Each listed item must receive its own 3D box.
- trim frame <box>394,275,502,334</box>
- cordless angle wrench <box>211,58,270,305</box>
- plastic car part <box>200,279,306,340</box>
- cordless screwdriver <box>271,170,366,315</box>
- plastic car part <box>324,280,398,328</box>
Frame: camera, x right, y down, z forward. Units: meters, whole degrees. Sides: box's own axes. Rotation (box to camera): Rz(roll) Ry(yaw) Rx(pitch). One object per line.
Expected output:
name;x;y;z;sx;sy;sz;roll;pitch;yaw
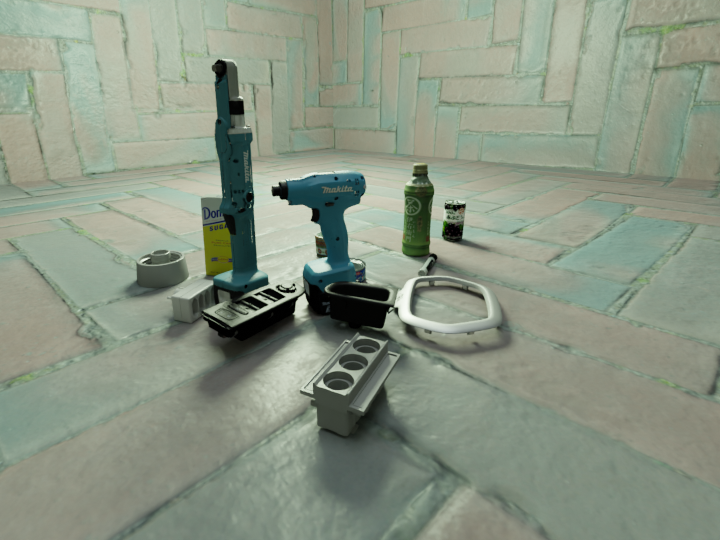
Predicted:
trim frame;0.152;0.057;0.762;0.188;0.027;0.248;4;22;11
cordless angle wrench;-0.206;-0.123;0.707;0.078;0.415;0.095;12;22;30
plastic car part;-0.162;0.067;0.696;0.069;0.066;0.197;12;24;29
cordless screwdriver;-0.073;-0.047;0.742;0.155;0.244;0.078;-6;20;-18
plastic car part;-0.001;0.062;0.698;0.119;0.069;0.066;5;20;14
